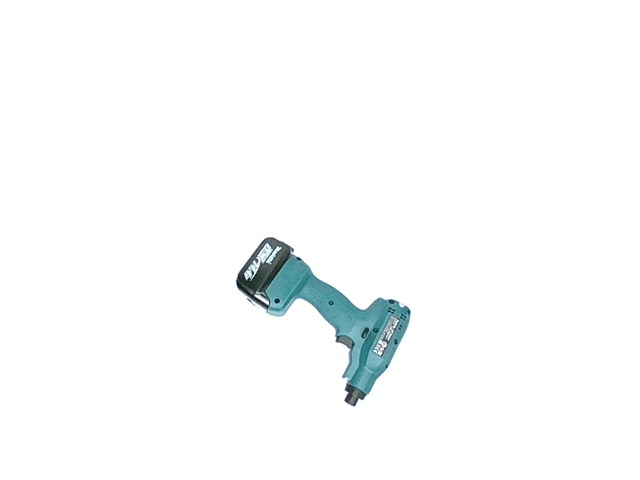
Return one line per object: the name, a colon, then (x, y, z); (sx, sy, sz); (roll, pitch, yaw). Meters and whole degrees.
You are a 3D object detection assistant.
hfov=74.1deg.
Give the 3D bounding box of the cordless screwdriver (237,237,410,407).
cordless screwdriver: (-0.008, 0.114, 0.616); (0.249, 0.158, 0.074); (29, -18, 5)
